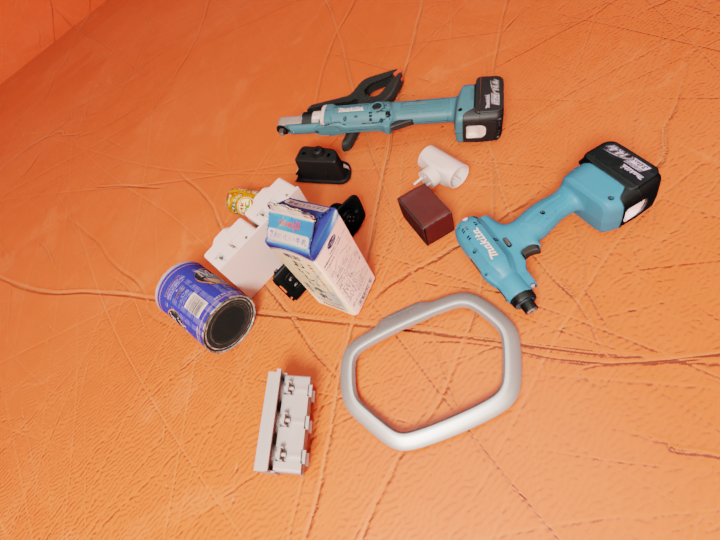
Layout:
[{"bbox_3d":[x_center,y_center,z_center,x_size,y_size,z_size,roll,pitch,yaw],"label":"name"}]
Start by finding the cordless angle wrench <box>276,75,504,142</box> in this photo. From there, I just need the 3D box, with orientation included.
[{"bbox_3d":[0.037,-0.287,0.792,0.437,0.071,0.099,3,65,20],"label":"cordless angle wrench"}]

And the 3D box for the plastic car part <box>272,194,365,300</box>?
[{"bbox_3d":[-0.071,-0.046,0.722,0.202,0.063,0.070,-46,30,-8],"label":"plastic car part"}]

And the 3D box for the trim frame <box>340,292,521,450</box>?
[{"bbox_3d":[0.089,0.126,0.566,0.250,0.026,0.193,-28,55,6],"label":"trim frame"}]

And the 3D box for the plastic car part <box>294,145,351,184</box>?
[{"bbox_3d":[-0.078,-0.210,0.816,0.122,0.067,0.066,10,66,30],"label":"plastic car part"}]

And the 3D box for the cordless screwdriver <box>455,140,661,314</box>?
[{"bbox_3d":[0.276,-0.056,0.576,0.250,0.070,0.167,-30,54,7],"label":"cordless screwdriver"}]
